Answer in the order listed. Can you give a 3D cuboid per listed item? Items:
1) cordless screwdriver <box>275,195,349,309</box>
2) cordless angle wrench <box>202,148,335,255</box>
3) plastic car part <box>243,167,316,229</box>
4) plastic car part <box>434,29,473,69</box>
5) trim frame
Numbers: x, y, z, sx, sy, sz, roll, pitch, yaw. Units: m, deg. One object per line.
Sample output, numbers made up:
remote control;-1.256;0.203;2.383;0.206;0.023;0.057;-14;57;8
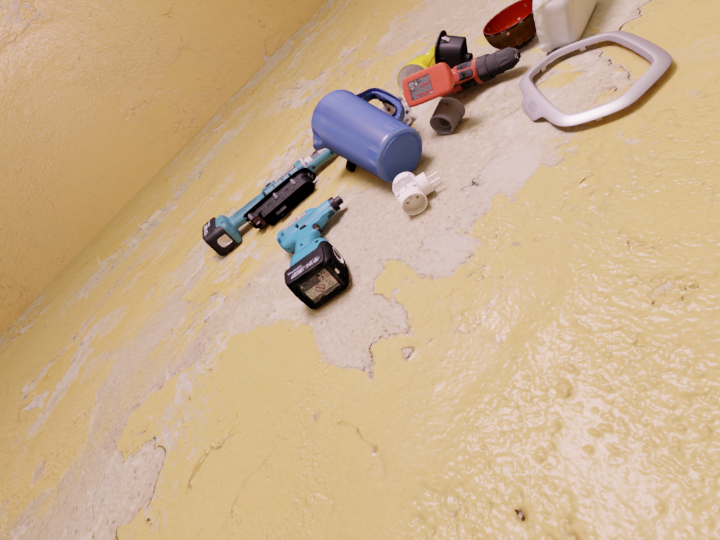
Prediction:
cordless screwdriver;-0.077;-0.051;0.790;0.160;0.071;0.259;-38;32;8
cordless angle wrench;-0.223;-0.200;1.091;0.425;0.071;0.102;-36;35;6
plastic car part;-0.188;-0.171;1.030;0.203;0.063;0.071;-42;44;2
plastic car part;0.204;-0.449;0.905;0.074;0.111;0.066;22;67;28
trim frame;0.353;-0.305;0.670;0.188;0.026;0.257;-27;40;20
